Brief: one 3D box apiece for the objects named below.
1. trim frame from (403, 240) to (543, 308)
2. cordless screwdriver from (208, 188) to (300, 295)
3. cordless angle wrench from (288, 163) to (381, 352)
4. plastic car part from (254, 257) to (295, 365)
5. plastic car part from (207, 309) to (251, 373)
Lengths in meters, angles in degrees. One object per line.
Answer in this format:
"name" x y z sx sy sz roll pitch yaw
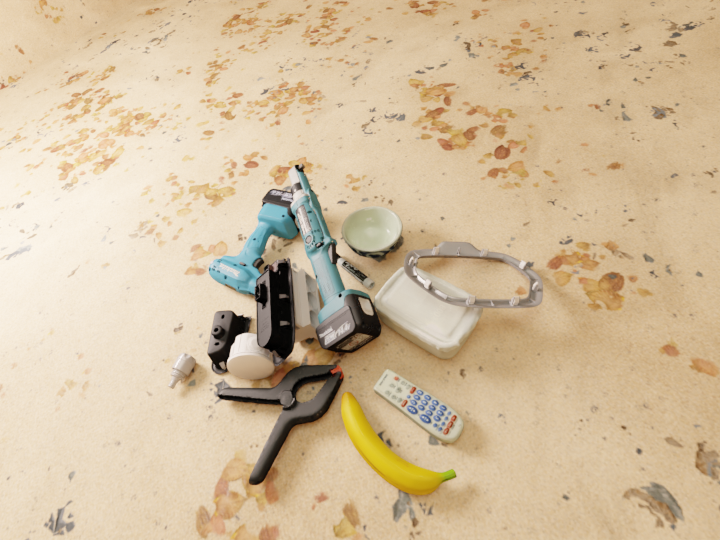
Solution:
"trim frame" 0.198 0.004 0.740 0.246 0.027 0.191 0 33 -7
"cordless screwdriver" -0.194 -0.056 0.905 0.166 0.071 0.249 19 62 25
"cordless angle wrench" -0.080 -0.052 0.818 0.099 0.070 0.441 -39 53 25
"plastic car part" -0.151 0.061 0.735 0.067 0.063 0.211 -34 49 23
"plastic car part" -0.250 0.120 0.776 0.067 0.068 0.120 -6 48 8
